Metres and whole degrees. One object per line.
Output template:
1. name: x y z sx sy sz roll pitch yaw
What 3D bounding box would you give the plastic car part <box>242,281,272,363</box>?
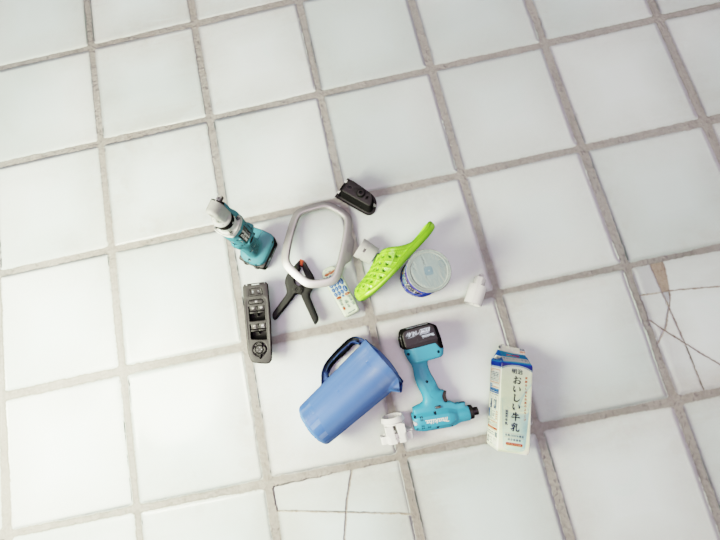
1. plastic car part: -0.261 0.136 1.084 0.066 0.066 0.207 -6 75 -7

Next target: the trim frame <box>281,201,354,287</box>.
1. trim frame: -0.110 -0.072 1.121 0.185 0.027 0.252 9 68 4

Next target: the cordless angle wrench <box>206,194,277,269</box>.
1. cordless angle wrench: -0.267 -0.080 0.950 0.075 0.417 0.098 22 82 2

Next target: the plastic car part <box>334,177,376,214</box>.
1. plastic car part: -0.006 -0.203 1.137 0.119 0.069 0.066 33 84 11

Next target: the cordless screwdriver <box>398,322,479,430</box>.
1. cordless screwdriver: 0.185 0.253 1.030 0.159 0.073 0.251 -11 82 1
